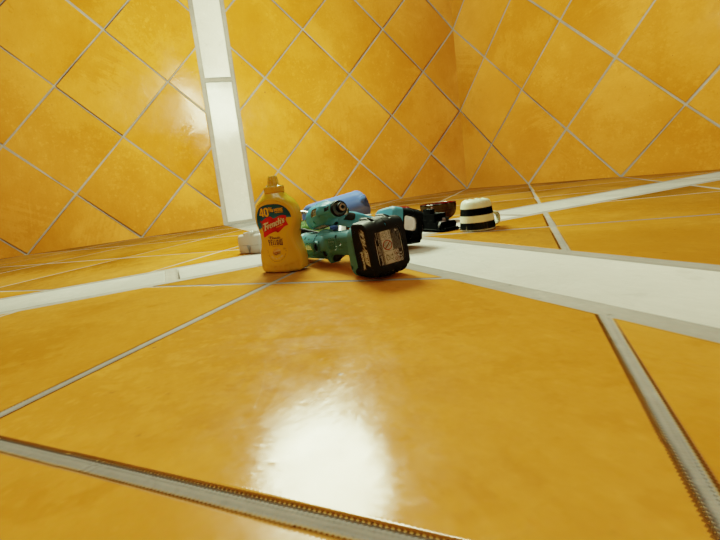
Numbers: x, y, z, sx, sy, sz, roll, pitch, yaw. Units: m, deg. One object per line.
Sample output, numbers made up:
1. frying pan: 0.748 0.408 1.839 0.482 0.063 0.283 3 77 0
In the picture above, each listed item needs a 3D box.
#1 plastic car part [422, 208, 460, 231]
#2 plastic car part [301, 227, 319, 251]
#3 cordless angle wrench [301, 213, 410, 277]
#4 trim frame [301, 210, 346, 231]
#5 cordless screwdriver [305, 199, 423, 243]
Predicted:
1. plastic car part: 0.183 -0.141 1.205 0.064 0.066 0.212 -20 13 -27
2. plastic car part: -0.101 -0.066 1.035 0.067 0.066 0.122 4 5 -37
3. cordless angle wrench: -0.065 -0.050 0.846 0.072 0.097 0.441 -16 10 -28
4. trim frame: -0.157 -0.124 1.223 0.260 0.027 0.180 21 36 26
5. cordless screwdriver: 0.021 -0.107 0.896 0.240 0.075 0.164 6 -5 -22
